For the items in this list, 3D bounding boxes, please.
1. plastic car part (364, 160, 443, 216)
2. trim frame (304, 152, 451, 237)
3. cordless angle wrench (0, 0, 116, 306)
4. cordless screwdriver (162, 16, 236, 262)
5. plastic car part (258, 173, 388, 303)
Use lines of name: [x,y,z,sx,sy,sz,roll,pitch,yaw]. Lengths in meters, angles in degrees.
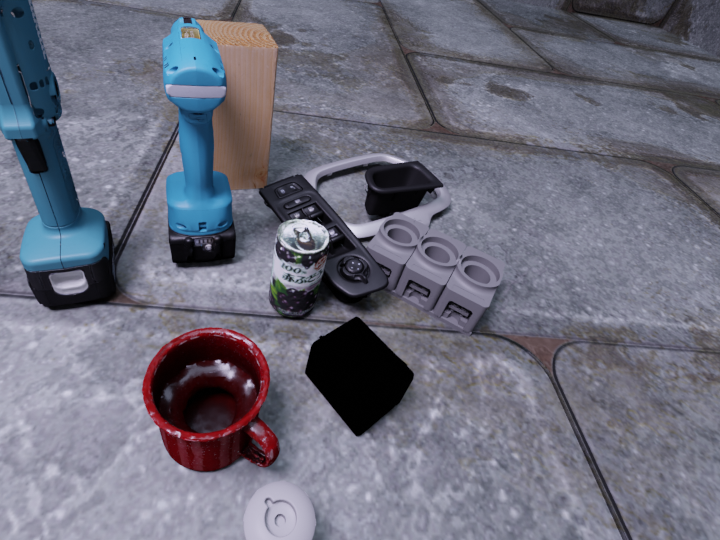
plastic car part: [0.048,-0.112,0.617,0.113,0.069,0.069,-16,51,-27]
trim frame: [0.024,-0.119,0.650,0.241,0.027,0.194,-21,52,-30]
cordless angle wrench: [-0.265,-0.138,0.327,0.072,0.415,0.103,-8,49,-25]
cordless screwdriver: [-0.182,-0.136,0.467,0.072,0.244,0.167,-5,47,-21]
plastic car part: [-0.051,-0.033,0.517,0.064,0.066,0.213,-21,53,-32]
